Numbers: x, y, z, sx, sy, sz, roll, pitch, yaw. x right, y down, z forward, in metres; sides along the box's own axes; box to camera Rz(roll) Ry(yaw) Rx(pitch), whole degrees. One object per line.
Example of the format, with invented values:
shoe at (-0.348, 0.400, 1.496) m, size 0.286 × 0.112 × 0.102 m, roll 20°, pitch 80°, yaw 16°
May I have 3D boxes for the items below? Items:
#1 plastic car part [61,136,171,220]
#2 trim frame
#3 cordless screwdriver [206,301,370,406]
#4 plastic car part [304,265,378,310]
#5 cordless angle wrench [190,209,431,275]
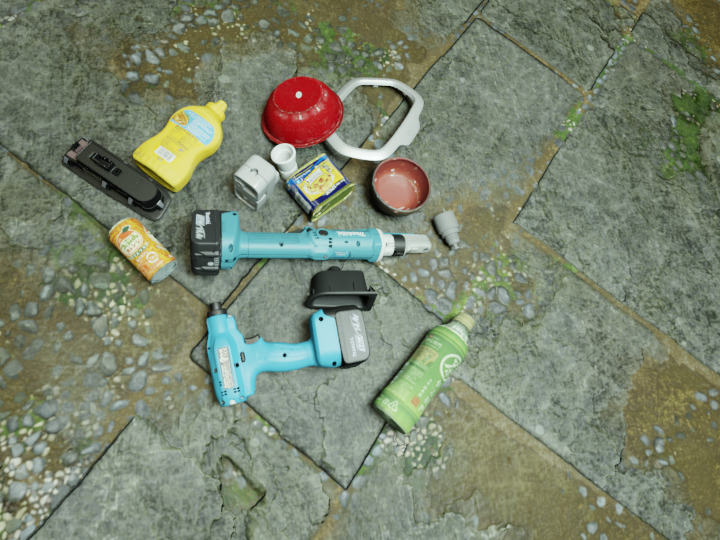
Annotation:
plastic car part at (-0.413, -0.164, 0.720) m, size 0.203 × 0.067 × 0.066 m, roll 35°, pitch 63°, yaw -1°
trim frame at (0.024, -0.304, 0.831) m, size 0.189 × 0.027 × 0.248 m, roll 25°, pitch 59°, yaw 12°
cordless screwdriver at (-0.119, 0.105, 0.676) m, size 0.245 × 0.074 × 0.162 m, roll -13°, pitch 76°, yaw -10°
plastic car part at (-0.036, 0.027, 0.725) m, size 0.115 × 0.064 × 0.073 m, roll 4°, pitch 55°, yaw -6°
cordless angle wrench at (-0.071, -0.047, 0.729) m, size 0.413 × 0.073 × 0.102 m, roll 0°, pitch 45°, yaw -15°
